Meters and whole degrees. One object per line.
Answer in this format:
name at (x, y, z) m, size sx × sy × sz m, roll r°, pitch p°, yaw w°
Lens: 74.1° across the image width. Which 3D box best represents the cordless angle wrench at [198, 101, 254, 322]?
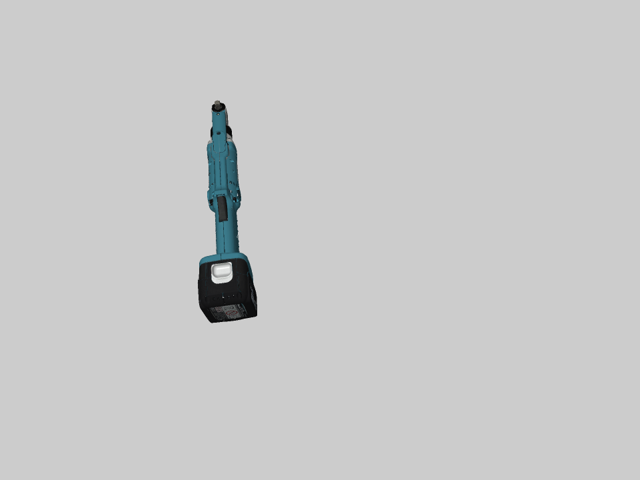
cordless angle wrench at (-0.164, -0.074, 0.720) m, size 0.074 × 0.421 × 0.098 m, roll -8°, pitch -30°, yaw -4°
